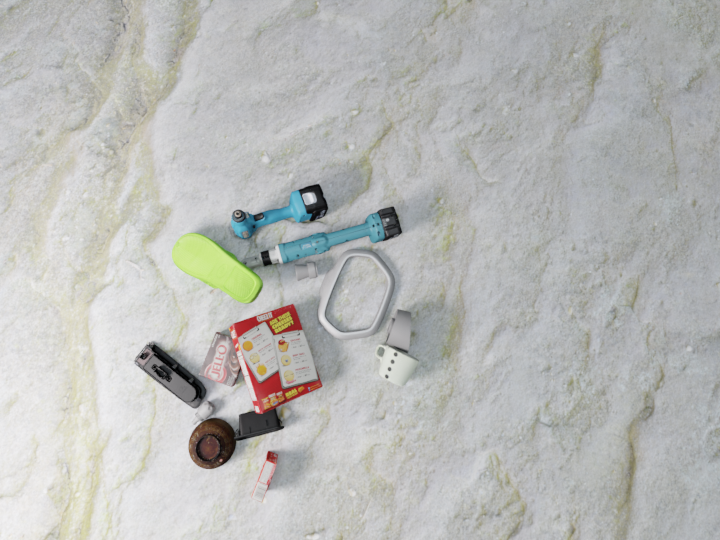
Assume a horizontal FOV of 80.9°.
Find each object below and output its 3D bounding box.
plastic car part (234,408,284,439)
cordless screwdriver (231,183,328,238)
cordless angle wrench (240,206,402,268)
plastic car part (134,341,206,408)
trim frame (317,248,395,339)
[{"bbox_3d":[-0.248,0.363,1.022,0.115,0.064,0.073,-15,66,-9],"label":"plastic car part"},{"bbox_3d":[-0.209,-0.152,1.083,0.246,0.159,0.075,-19,83,-9],"label":"cordless screwdriver"},{"bbox_3d":[-0.108,-0.071,1.105,0.422,0.097,0.075,-16,85,-2],"label":"cordless angle wrench"},{"bbox_3d":[-0.465,0.258,1.035,0.204,0.067,0.066,37,72,3],"label":"plastic car part"},{"bbox_3d":[-0.014,0.061,1.109,0.185,0.027,0.249,22,80,2],"label":"trim frame"}]
